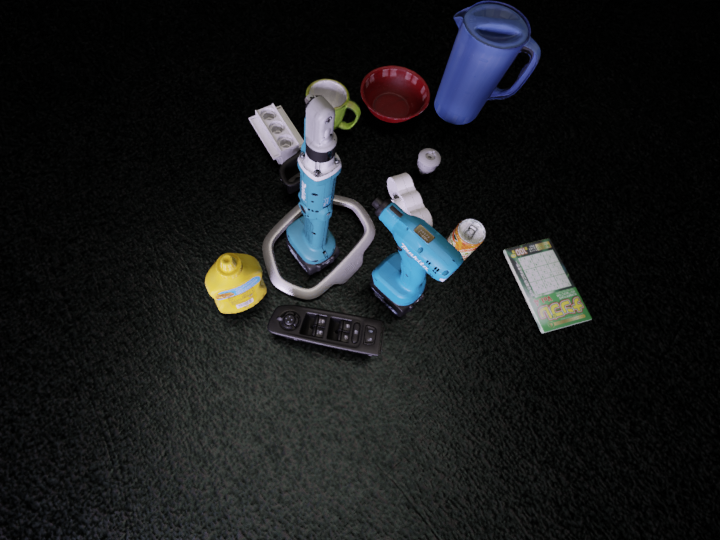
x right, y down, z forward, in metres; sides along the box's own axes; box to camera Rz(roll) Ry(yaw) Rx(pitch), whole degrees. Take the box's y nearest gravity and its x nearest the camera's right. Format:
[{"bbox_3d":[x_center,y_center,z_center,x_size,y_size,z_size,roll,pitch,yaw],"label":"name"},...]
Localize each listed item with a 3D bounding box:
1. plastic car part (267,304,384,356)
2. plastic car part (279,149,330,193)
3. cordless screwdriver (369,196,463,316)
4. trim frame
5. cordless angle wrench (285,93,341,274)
[{"bbox_3d":[-0.064,0.107,0.760,0.204,0.066,0.067,12,67,2],"label":"plastic car part"},{"bbox_3d":[-0.122,-0.205,0.890,0.115,0.070,0.068,-39,76,-18],"label":"plastic car part"},{"bbox_3d":[0.066,-0.019,0.723,0.073,0.245,0.163,-40,78,-20],"label":"cordless screwdriver"},{"bbox_3d":[-0.083,-0.054,0.850,0.189,0.027,0.247,38,70,13],"label":"trim frame"},{"bbox_3d":[-0.070,-0.111,0.664,0.073,0.417,0.101,-34,77,-18],"label":"cordless angle wrench"}]
